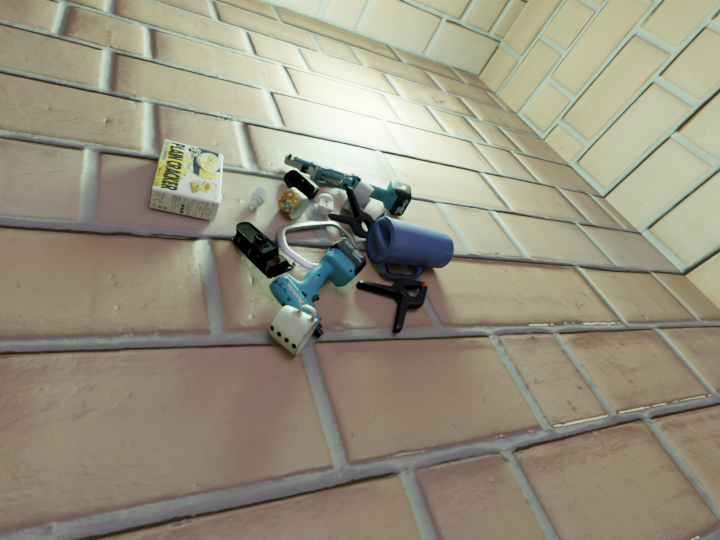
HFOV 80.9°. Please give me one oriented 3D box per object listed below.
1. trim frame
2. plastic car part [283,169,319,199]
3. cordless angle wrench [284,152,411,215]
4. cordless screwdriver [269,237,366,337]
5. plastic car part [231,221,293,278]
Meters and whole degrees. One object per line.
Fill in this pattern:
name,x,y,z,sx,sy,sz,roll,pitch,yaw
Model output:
trim frame,-0.111,-0.073,1.138,0.239,0.027,0.192,-13,56,-37
plastic car part,-0.170,-0.259,1.282,0.122,0.066,0.068,48,27,25
cordless angle wrench,-0.044,-0.290,1.369,0.417,0.097,0.076,18,41,-7
cordless screwdriver,-0.079,0.036,0.994,0.162,0.075,0.243,48,50,6
plastic car part,-0.239,-0.058,0.978,0.065,0.064,0.215,-31,43,-26
